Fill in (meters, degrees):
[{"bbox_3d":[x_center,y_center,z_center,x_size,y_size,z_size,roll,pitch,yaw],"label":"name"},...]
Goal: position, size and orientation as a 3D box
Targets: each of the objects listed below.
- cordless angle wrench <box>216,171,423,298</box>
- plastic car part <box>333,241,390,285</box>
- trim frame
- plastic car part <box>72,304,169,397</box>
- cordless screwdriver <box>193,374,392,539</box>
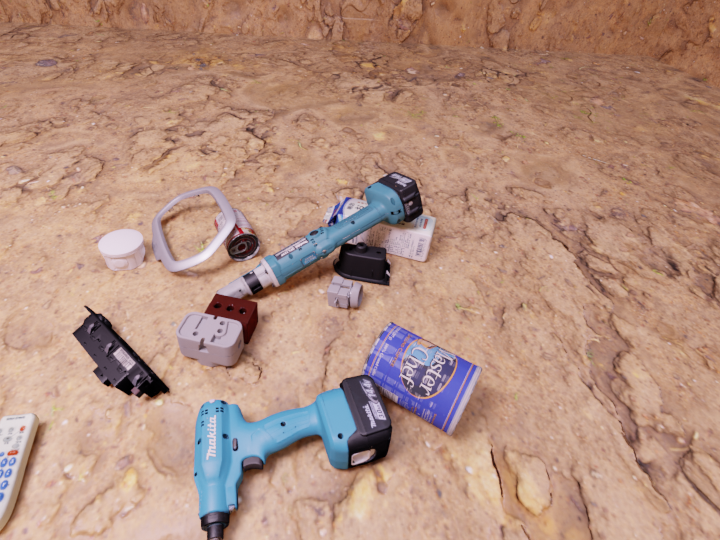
[{"bbox_3d":[-0.077,-0.051,0.792,0.419,0.071,0.103,-31,36,-12],"label":"cordless angle wrench"},{"bbox_3d":[0.006,-0.022,0.831,0.117,0.069,0.067,10,40,2],"label":"plastic car part"},{"bbox_3d":[-0.349,-0.091,0.866,0.183,0.026,0.262,-35,49,-7],"label":"trim frame"},{"bbox_3d":[-0.374,0.129,0.641,0.213,0.063,0.067,35,74,30],"label":"plastic car part"},{"bbox_3d":[-0.083,0.227,0.534,0.246,0.072,0.166,-9,42,-9],"label":"cordless screwdriver"}]
